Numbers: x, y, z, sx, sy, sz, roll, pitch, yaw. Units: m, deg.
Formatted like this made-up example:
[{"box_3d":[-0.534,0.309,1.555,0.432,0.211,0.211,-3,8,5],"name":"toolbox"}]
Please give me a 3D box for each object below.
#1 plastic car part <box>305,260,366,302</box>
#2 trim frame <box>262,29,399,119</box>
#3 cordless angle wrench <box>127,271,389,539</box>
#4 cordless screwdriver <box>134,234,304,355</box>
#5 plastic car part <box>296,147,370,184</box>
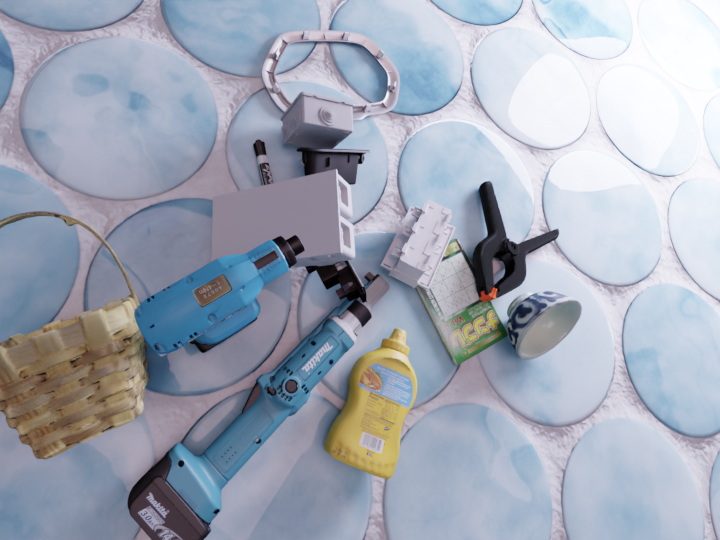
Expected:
[{"box_3d":[-0.060,-0.039,0.609,0.067,0.063,0.210,-28,67,5],"name":"plastic car part"},{"box_3d":[-0.045,-0.337,0.727,0.242,0.028,0.187,-7,78,-18],"name":"trim frame"},{"box_3d":[-0.098,0.153,0.558,0.098,0.075,0.419,45,67,1],"name":"cordless angle wrench"},{"box_3d":[-0.147,0.029,0.480,0.157,0.251,0.075,-32,90,-16],"name":"cordless screwdriver"},{"box_3d":[-0.048,-0.153,0.646,0.112,0.069,0.070,-16,109,-42],"name":"plastic car part"}]
